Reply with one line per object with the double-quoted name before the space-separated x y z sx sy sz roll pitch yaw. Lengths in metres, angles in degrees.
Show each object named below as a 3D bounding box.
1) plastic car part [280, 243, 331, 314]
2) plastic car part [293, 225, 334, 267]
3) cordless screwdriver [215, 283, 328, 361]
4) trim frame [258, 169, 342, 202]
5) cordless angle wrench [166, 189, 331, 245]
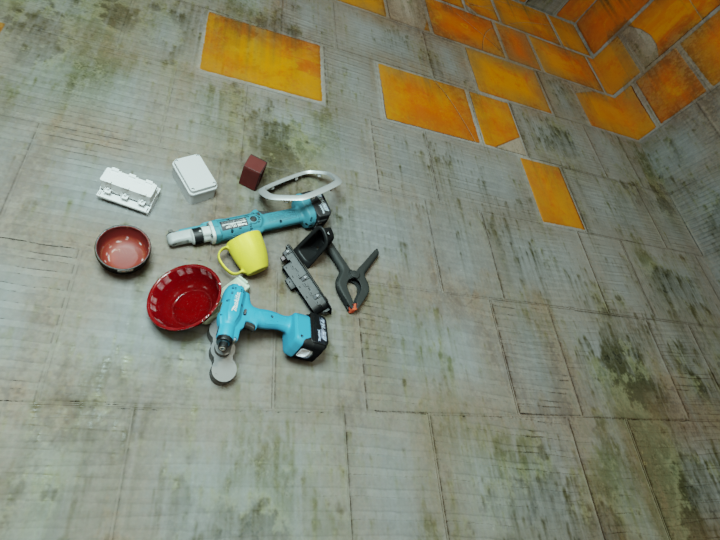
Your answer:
"plastic car part" -0.143 0.033 1.054 0.066 0.066 0.207 -34 78 -25
"plastic car part" -0.108 -0.071 1.108 0.067 0.118 0.069 52 31 8
"cordless screwdriver" -0.193 0.135 0.921 0.240 0.075 0.164 23 37 -20
"trim frame" -0.163 -0.233 1.161 0.194 0.027 0.243 21 40 33
"cordless angle wrench" -0.279 -0.121 1.087 0.410 0.074 0.101 -17 70 -27
